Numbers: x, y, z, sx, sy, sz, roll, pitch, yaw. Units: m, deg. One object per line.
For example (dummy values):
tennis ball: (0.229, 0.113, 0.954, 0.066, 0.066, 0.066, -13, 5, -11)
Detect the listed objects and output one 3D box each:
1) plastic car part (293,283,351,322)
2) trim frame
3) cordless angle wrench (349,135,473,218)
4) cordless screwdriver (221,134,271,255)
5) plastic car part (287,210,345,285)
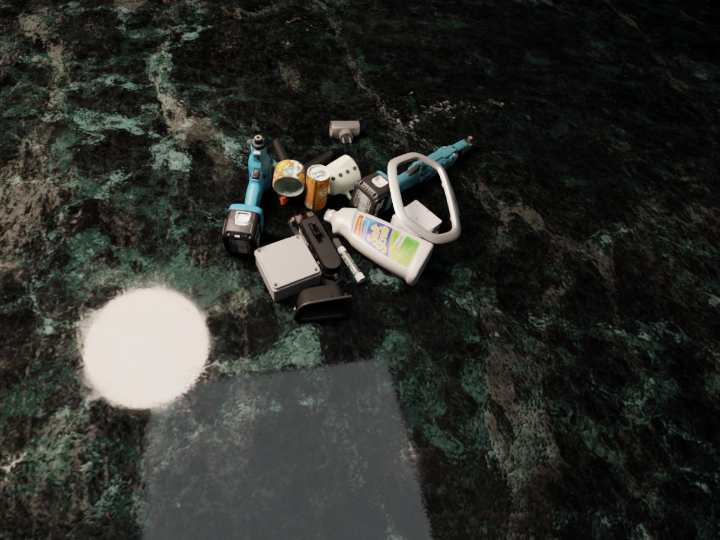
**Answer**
plastic car part: (-0.081, 0.059, 0.857, 0.115, 0.064, 0.074, -5, 42, -6)
trim frame: (0.148, -0.169, 0.963, 0.178, 0.027, 0.256, 3, 60, -20)
cordless angle wrench: (0.154, -0.254, 1.080, 0.414, 0.096, 0.077, -33, 67, -29)
cordless screwdriver: (-0.241, -0.166, 0.933, 0.074, 0.156, 0.255, 7, 57, -5)
plastic car part: (-0.091, -0.060, 0.934, 0.064, 0.066, 0.211, -15, 61, -26)
